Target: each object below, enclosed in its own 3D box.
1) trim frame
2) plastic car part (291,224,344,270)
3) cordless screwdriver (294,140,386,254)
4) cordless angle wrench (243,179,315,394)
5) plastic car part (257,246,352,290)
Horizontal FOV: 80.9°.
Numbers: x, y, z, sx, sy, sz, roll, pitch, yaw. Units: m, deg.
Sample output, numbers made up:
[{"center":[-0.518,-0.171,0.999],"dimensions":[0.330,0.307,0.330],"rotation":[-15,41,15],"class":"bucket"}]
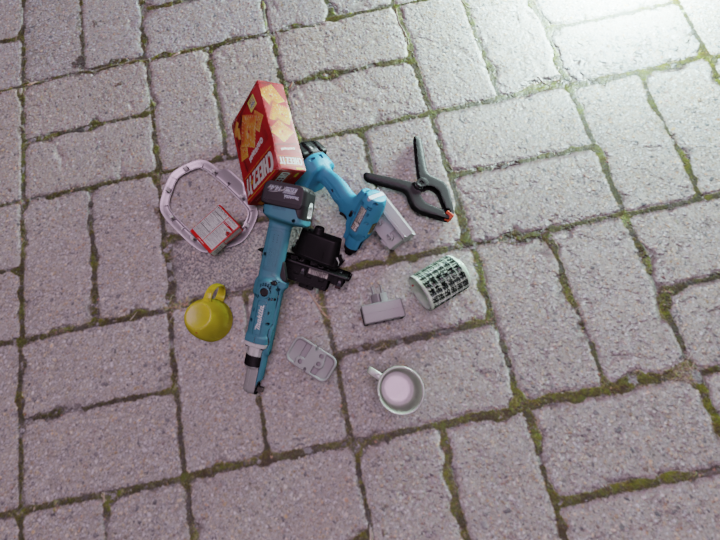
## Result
[{"center":[-0.350,-0.152,0.968],"dimensions":[0.256,0.027,0.183],"rotation":[42,80,15],"class":"trim frame"},{"center":[-0.087,-0.057,0.889],"dimensions":[0.119,0.065,0.070],"rotation":[23,111,11],"class":"plastic car part"},{"center":[-0.066,-0.158,0.909],"dimensions":[0.072,0.158,0.259],"rotation":[-23,59,-44],"class":"cordless screwdriver"},{"center":[-0.179,0.039,0.835],"dimensions":[0.100,0.073,0.421],"rotation":[13,94,10],"class":"cordless angle wrench"},{"center":[-0.123,-0.001,0.894],"dimensions":[0.206,0.066,0.066],"rotation":[22,109,8],"class":"plastic car part"}]
